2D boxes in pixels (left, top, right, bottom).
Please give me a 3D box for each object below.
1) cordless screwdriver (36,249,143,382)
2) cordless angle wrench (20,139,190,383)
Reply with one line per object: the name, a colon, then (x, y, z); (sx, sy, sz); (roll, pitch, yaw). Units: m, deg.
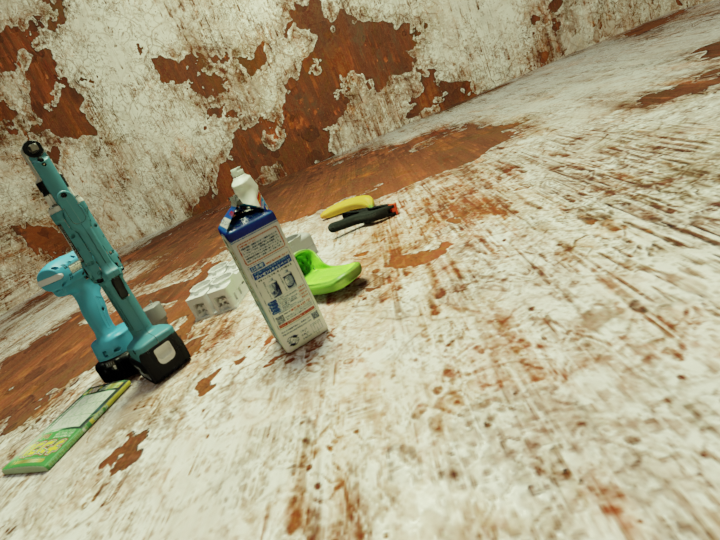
cordless screwdriver: (-0.475, 0.071, 0.793); (0.075, 0.242, 0.162); (-21, 18, 8)
cordless angle wrench: (-0.419, -0.009, 0.688); (0.102, 0.412, 0.073); (-4, 25, 48)
